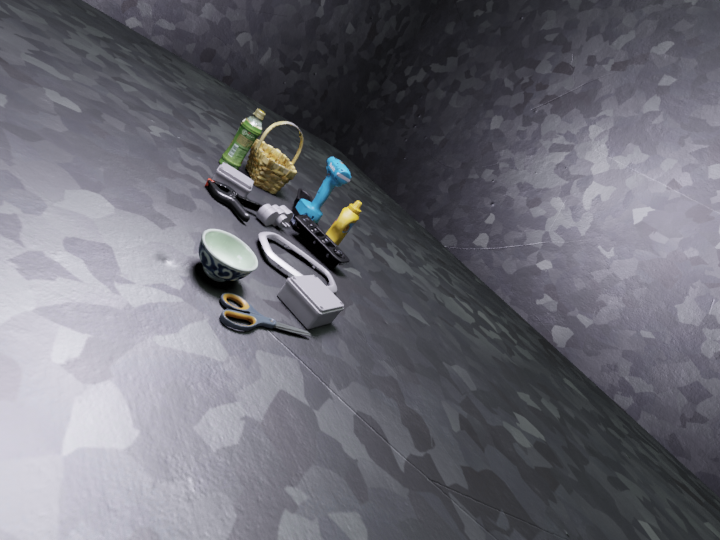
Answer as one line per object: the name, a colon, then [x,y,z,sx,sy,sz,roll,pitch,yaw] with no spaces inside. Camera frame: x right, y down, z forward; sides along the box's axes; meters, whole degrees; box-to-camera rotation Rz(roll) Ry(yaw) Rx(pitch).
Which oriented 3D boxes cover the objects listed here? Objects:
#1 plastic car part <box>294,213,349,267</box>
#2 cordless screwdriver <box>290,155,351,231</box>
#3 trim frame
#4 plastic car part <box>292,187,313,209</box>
plastic car part: [-0.122,-0.080,1.248,0.209,0.067,0.064,41,18,14]
cordless screwdriver: [-0.134,-0.245,1.344,0.071,0.249,0.167,26,21,-33]
trim frame: [-0.160,-0.019,1.085,0.245,0.027,0.187,34,18,-9]
plastic car part: [-0.208,-0.232,1.469,0.064,0.071,0.120,31,18,-21]
